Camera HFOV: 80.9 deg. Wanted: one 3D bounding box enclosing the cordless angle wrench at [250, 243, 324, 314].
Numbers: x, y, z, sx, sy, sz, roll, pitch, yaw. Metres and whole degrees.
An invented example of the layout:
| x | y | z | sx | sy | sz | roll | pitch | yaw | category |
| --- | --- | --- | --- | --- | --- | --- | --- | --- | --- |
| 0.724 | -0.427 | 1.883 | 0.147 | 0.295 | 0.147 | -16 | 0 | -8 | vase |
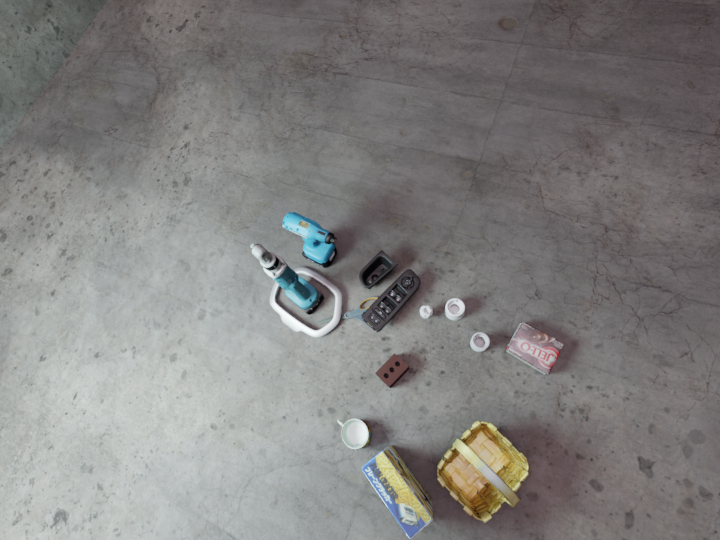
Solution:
| x | y | z | sx | sy | sz | roll | pitch | yaw | category |
| --- | --- | --- | --- | --- | --- | --- | --- | --- | --- |
| -0.193 | 0.022 | 1.118 | 0.102 | 0.407 | 0.074 | 37 | 81 | 19 | cordless angle wrench |

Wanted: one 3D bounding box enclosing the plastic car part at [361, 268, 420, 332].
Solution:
| x | y | z | sx | sy | sz | roll | pitch | yaw | category |
| --- | --- | --- | --- | --- | --- | --- | --- | --- | --- |
| 0.094 | 0.087 | 1.209 | 0.069 | 0.064 | 0.202 | 40 | 82 | 22 | plastic car part |

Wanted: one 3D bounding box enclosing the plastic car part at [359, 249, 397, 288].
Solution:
| x | y | z | sx | sy | sz | roll | pitch | yaw | category |
| --- | --- | --- | --- | --- | --- | --- | --- | --- | --- |
| 0.047 | 0.009 | 1.249 | 0.116 | 0.068 | 0.069 | -44 | 68 | -6 | plastic car part |

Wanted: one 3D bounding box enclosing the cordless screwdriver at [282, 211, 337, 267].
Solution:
| x | y | z | sx | sy | sz | roll | pitch | yaw | category |
| --- | --- | --- | --- | --- | --- | --- | --- | --- | --- |
| -0.120 | -0.079 | 1.231 | 0.165 | 0.239 | 0.074 | 26 | 77 | 18 | cordless screwdriver |

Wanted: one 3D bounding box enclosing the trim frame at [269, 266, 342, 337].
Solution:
| x | y | z | sx | sy | sz | roll | pitch | yaw | category |
| --- | --- | --- | --- | --- | --- | --- | --- | --- | --- |
| -0.167 | 0.095 | 1.292 | 0.259 | 0.026 | 0.184 | 31 | 79 | 22 | trim frame |
